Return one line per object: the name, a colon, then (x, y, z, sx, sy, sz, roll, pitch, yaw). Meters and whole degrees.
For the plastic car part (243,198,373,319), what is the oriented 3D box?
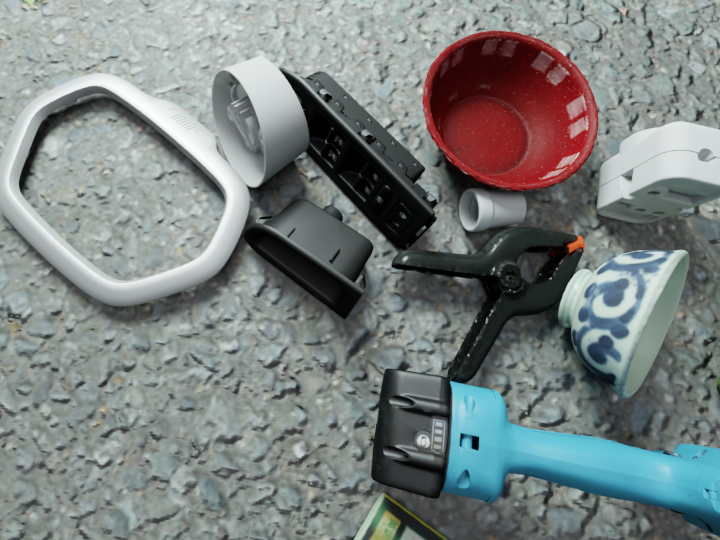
plastic car part: (-0.036, -0.024, 0.371, 0.119, 0.065, 0.070, 38, 62, 9)

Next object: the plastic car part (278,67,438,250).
plastic car part: (-0.004, -0.117, 0.390, 0.206, 0.066, 0.066, 44, 67, 8)

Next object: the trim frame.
trim frame: (-0.218, -0.080, 0.388, 0.253, 0.027, 0.183, 38, 79, 9)

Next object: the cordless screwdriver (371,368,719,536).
cordless screwdriver: (0.136, 0.133, 0.309, 0.255, 0.153, 0.075, 7, 74, 13)
